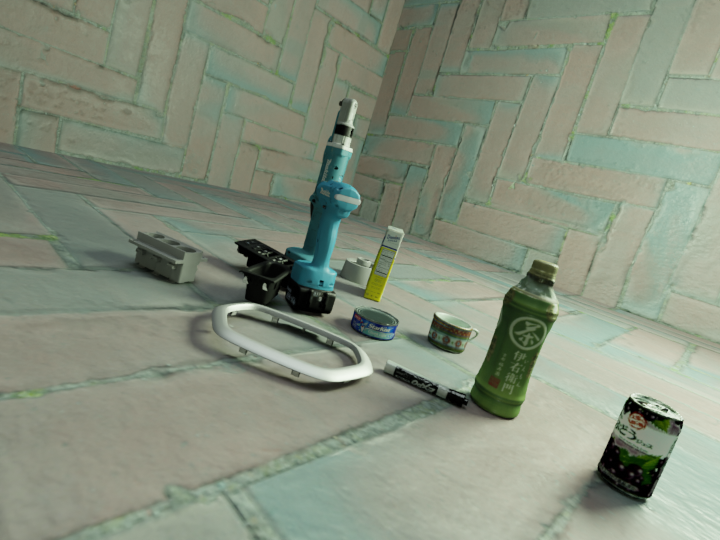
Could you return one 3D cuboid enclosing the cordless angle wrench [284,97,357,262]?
[{"bbox_3d":[-0.077,-0.167,0.935,0.103,0.420,0.071,22,11,29],"label":"cordless angle wrench"}]

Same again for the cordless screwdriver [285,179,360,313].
[{"bbox_3d":[-0.080,-0.052,0.815,0.071,0.247,0.166,12,11,-25],"label":"cordless screwdriver"}]

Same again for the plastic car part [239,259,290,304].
[{"bbox_3d":[-0.170,0.027,0.760,0.067,0.070,0.115,18,11,8],"label":"plastic car part"}]

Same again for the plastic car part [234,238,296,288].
[{"bbox_3d":[-0.190,-0.009,0.920,0.213,0.066,0.063,22,12,30],"label":"plastic car part"}]

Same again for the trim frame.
[{"bbox_3d":[-0.101,0.100,0.610,0.254,0.027,0.181,18,11,10],"label":"trim frame"}]
